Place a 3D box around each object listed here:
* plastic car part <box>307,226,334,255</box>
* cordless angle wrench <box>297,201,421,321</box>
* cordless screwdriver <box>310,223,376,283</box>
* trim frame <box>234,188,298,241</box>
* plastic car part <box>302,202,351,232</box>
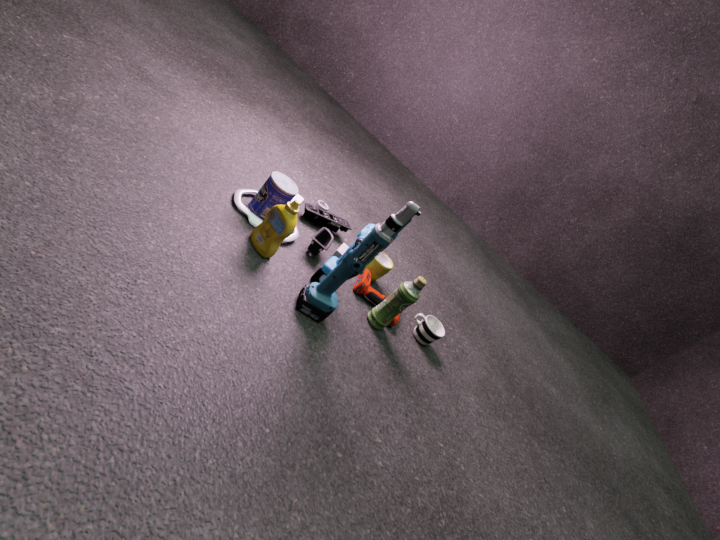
[{"bbox_3d":[-0.137,-0.090,1.405,0.065,0.071,0.116,42,27,-6],"label":"plastic car part"},{"bbox_3d":[-0.009,-0.025,1.088,0.095,0.427,0.076,36,29,-19],"label":"cordless angle wrench"},{"bbox_3d":[-0.047,-0.030,1.241,0.074,0.251,0.157,45,27,-2],"label":"cordless screwdriver"},{"bbox_3d":[-0.302,-0.180,1.364,0.244,0.028,0.186,38,27,-10],"label":"trim frame"},{"bbox_3d":[-0.132,-0.189,1.561,0.193,0.067,0.069,26,32,-30],"label":"plastic car part"}]
